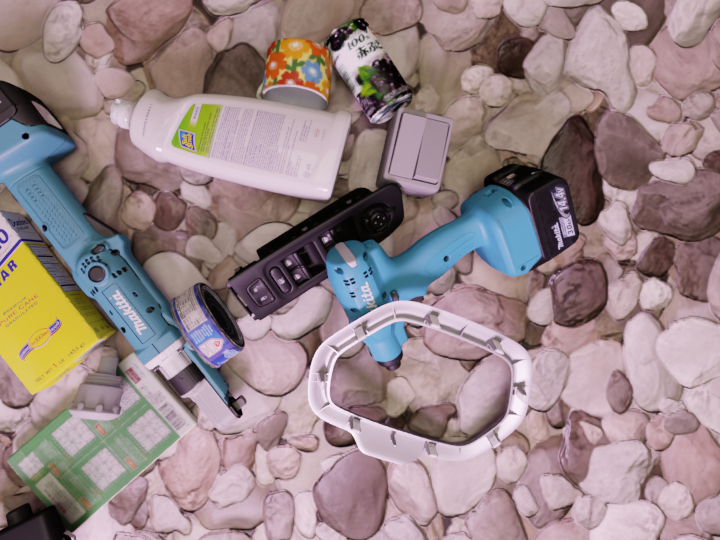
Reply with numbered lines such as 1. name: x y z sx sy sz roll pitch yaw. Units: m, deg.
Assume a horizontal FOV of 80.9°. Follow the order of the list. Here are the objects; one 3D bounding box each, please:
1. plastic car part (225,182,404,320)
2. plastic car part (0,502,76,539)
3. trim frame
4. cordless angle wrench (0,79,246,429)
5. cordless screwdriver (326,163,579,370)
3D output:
1. plastic car part: -0.045 -0.029 0.457 0.203 0.070 0.063 -30 121 -2
2. plastic car part: -0.349 0.283 0.435 0.117 0.065 0.072 -30 82 2
3. trim frame: 0.066 0.126 0.437 0.242 0.028 0.183 23 110 -15
4. cordless angle wrench: -0.267 -0.001 0.450 0.098 0.075 0.421 -37 92 -3
5. cordless screwdriver: 0.099 0.000 0.448 0.248 0.077 0.153 -26 117 -4
